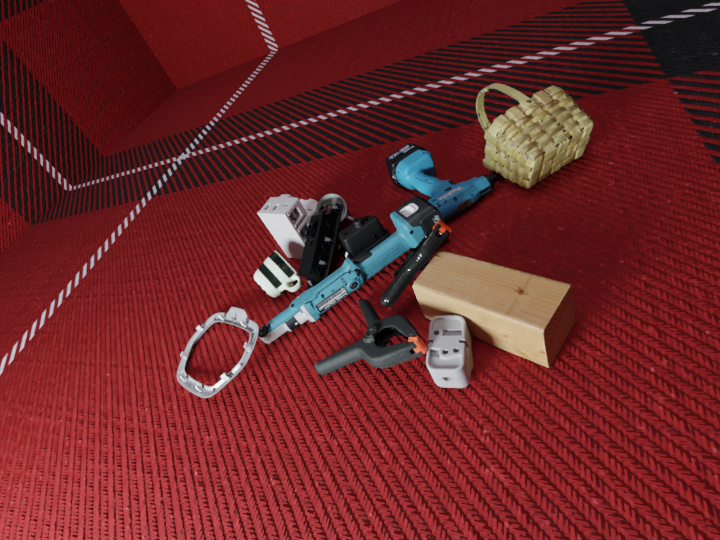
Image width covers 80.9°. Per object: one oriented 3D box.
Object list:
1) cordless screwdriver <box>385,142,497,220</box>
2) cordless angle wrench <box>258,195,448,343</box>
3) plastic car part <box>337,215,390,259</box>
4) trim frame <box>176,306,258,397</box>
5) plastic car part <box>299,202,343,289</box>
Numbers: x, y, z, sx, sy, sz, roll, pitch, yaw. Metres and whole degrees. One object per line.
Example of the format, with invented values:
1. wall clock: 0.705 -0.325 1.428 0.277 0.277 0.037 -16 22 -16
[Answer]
1. cordless screwdriver: 0.174 -0.213 0.960 0.159 0.070 0.262 -31 43 -2
2. cordless angle wrench: -0.023 0.013 0.837 0.423 0.093 0.078 -36 39 -1
3. plastic car part: -0.001 -0.081 0.928 0.116 0.067 0.070 -36 40 -4
4. trim frame: -0.295 0.158 0.856 0.261 0.026 0.184 3 55 49
5. plastic car part: -0.090 -0.059 0.921 0.069 0.063 0.206 -6 67 37
